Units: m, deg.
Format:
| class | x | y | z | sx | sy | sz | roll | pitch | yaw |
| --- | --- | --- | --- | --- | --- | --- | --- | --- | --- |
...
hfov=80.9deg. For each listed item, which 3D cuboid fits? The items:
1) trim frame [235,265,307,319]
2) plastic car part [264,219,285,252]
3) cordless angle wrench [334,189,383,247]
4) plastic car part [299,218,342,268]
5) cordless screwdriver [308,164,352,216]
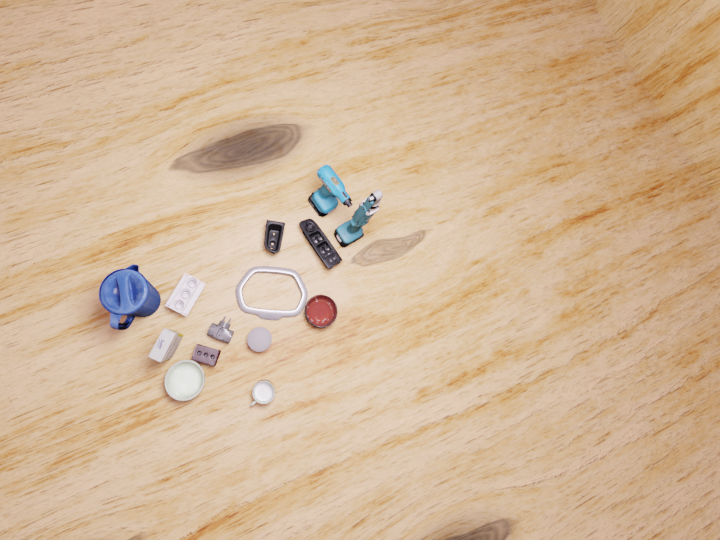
| class | x | y | z | sx | sy | sz | roll | pitch | yaw |
| --- | --- | --- | --- | --- | --- | --- | --- | --- | --- |
| trim frame | -0.307 | 0.078 | 1.466 | 0.245 | 0.027 | 0.187 | 5 | 75 | -7 |
| plastic car part | -0.308 | -0.111 | 1.494 | 0.065 | 0.071 | 0.118 | 8 | 75 | -10 |
| cordless angle wrench | 0.001 | -0.172 | 1.373 | 0.096 | 0.424 | 0.075 | -31 | 87 | -18 |
| plastic car part | -0.148 | -0.097 | 1.516 | 0.065 | 0.067 | 0.206 | -31 | 82 | -16 |
| cordless screwdriver | -0.103 | -0.252 | 1.470 | 0.073 | 0.249 | 0.161 | -35 | 87 | -18 |
